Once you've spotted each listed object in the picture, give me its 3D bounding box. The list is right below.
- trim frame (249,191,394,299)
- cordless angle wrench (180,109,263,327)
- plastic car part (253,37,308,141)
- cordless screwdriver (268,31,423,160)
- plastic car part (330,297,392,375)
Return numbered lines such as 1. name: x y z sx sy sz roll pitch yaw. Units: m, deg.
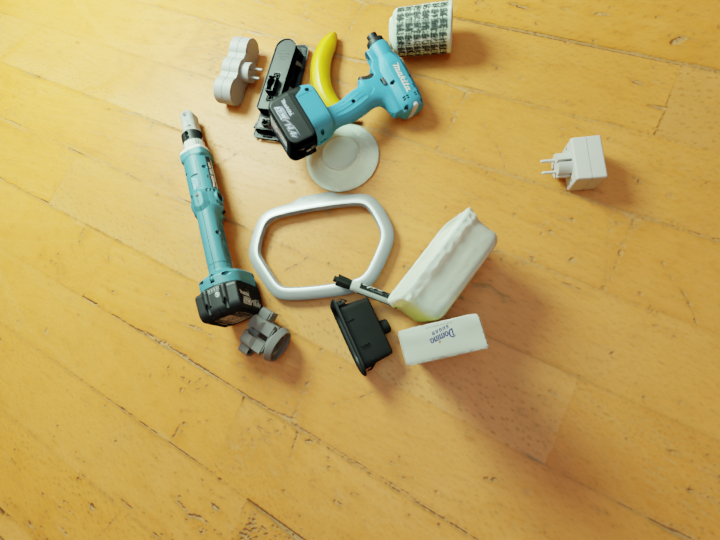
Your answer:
1. trim frame: -0.069 -0.045 0.703 0.253 0.026 0.187 -9 75 13
2. cordless angle wrench: -0.267 -0.116 0.741 0.075 0.094 0.436 -23 68 9
3. plastic car part: -0.152 -0.345 0.786 0.069 0.064 0.204 10 76 21
4. cordless screwdriver: -0.035 -0.295 0.706 0.246 0.074 0.161 -25 82 -8
5. plastic car part: 0.007 0.089 0.636 0.070 0.065 0.120 -26 75 -10
